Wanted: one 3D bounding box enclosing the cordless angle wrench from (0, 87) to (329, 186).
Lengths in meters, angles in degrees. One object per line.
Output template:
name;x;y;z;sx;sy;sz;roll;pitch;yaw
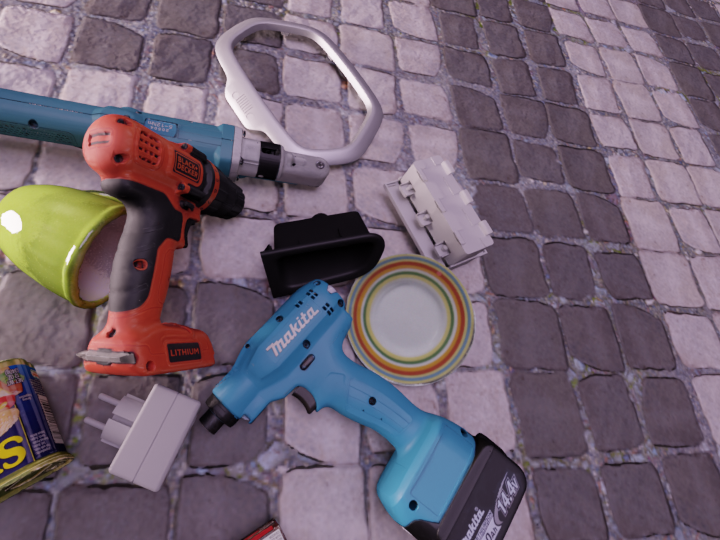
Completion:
cordless angle wrench;-0.232;-0.131;0.415;0.411;0.099;0.076;6;69;-17

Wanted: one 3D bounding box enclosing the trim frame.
trim frame;-0.078;-0.234;0.540;0.180;0.027;0.253;-29;78;-26

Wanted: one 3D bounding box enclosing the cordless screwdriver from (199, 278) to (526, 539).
cordless screwdriver;-0.004;0.141;0.361;0.253;0.073;0.158;41;71;9

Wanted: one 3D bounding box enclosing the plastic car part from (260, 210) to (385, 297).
plastic car part;-0.042;-0.027;0.427;0.115;0.063;0.074;-15;49;-7
